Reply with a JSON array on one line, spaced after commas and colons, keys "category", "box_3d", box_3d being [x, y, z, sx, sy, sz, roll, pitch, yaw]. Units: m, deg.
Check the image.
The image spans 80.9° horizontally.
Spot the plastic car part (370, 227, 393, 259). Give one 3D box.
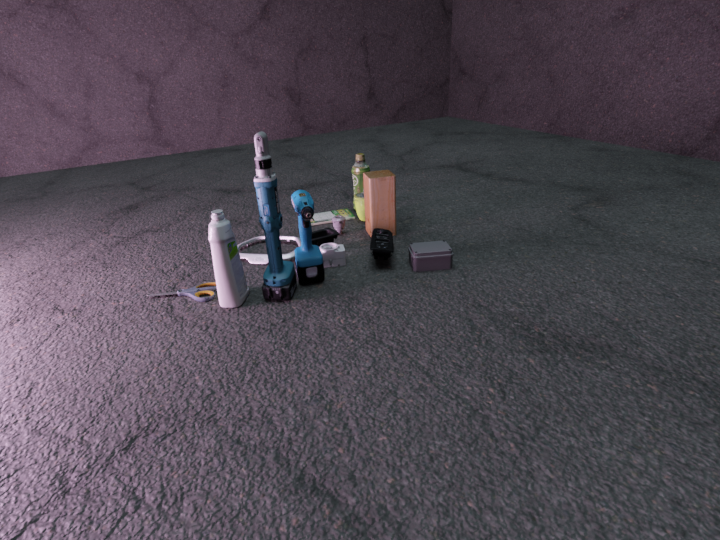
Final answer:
[{"category": "plastic car part", "box_3d": [0.066, -0.077, 1.278, 0.067, 0.065, 0.206, -2, 27, 5]}]

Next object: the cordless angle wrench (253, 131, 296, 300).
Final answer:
[{"category": "cordless angle wrench", "box_3d": [-0.220, -0.126, 1.043, 0.075, 0.412, 0.099, 0, 25, 7]}]

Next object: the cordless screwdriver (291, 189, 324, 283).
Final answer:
[{"category": "cordless screwdriver", "box_3d": [-0.141, -0.079, 1.125, 0.073, 0.242, 0.166, -8, 26, -11]}]

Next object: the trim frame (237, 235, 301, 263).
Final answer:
[{"category": "trim frame", "box_3d": [-0.296, -0.071, 1.372, 0.255, 0.027, 0.184, 3, 28, 15]}]

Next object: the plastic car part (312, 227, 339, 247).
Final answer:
[{"category": "plastic car part", "box_3d": [-0.129, -0.085, 1.323, 0.113, 0.069, 0.070, -20, 30, -29]}]
